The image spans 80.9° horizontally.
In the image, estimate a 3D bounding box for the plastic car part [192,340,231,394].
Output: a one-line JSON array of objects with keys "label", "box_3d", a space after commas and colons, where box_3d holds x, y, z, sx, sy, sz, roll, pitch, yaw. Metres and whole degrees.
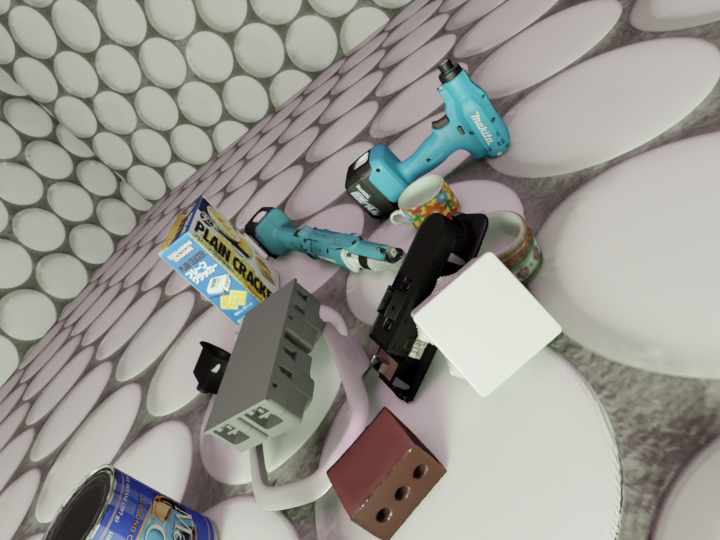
[{"label": "plastic car part", "box_3d": [-0.236, 0.163, 0.677, 0.122, 0.063, 0.071, 3, 66, 57]}]

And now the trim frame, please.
[{"label": "trim frame", "box_3d": [-0.065, 0.153, 0.492, 0.184, 0.026, 0.258, -47, 24, 4]}]

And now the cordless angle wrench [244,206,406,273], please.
[{"label": "cordless angle wrench", "box_3d": [-0.071, -0.046, 0.726, 0.074, 0.093, 0.446, -51, 34, -17]}]

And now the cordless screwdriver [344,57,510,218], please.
[{"label": "cordless screwdriver", "box_3d": [0.081, -0.195, 0.658, 0.255, 0.152, 0.076, -27, 30, 30]}]

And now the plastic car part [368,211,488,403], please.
[{"label": "plastic car part", "box_3d": [0.059, 0.024, 0.435, 0.203, 0.065, 0.069, -62, 20, 2]}]
